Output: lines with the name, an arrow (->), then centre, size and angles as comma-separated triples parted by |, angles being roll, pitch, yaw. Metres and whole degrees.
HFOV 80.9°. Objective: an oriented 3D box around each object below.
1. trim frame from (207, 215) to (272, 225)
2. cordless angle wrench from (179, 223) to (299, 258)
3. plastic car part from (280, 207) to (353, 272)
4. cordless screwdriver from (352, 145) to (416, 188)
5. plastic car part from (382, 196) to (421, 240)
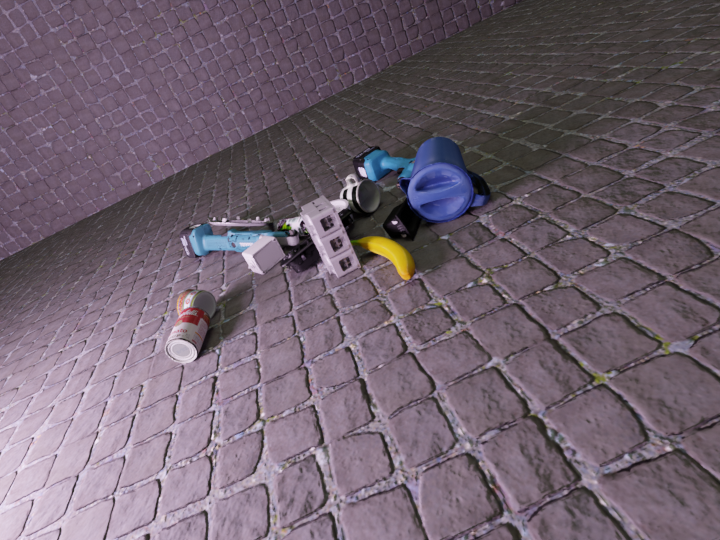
trim frame -> -0.353, -0.147, 1.245 | 0.184, 0.027, 0.252 | 0, 10, -4
cordless angle wrench -> -0.344, -0.085, 1.197 | 0.443, 0.095, 0.073 | 2, 26, 33
plastic car part -> -0.095, -0.062, 0.973 | 0.203, 0.064, 0.069 | -35, 26, -2
cordless screwdriver -> 0.079, -0.285, 1.187 | 0.263, 0.071, 0.157 | 17, 51, 46
plastic car part -> 0.087, -0.113, 0.936 | 0.073, 0.064, 0.117 | -24, 23, 34
